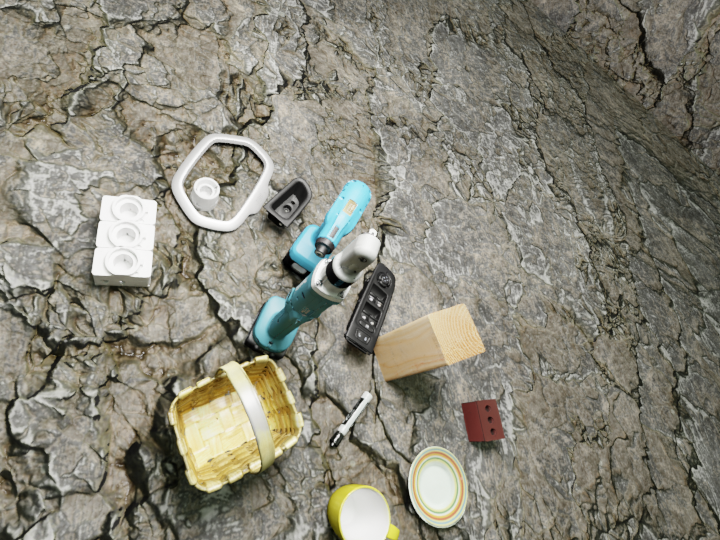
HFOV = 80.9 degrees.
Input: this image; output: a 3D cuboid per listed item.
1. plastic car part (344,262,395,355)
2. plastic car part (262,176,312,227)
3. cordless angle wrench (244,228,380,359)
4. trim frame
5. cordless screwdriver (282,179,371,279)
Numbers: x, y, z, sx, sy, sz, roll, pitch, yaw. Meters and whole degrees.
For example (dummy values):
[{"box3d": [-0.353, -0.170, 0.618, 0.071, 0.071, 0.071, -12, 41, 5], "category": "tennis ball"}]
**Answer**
[{"box3d": [0.019, 0.076, 0.874, 0.065, 0.068, 0.204, 32, 58, -10], "category": "plastic car part"}, {"box3d": [-0.154, -0.136, 0.898, 0.066, 0.072, 0.116, 40, 57, -5], "category": "plastic car part"}, {"box3d": [-0.082, 0.047, 0.630, 0.073, 0.428, 0.099, 29, 59, -14], "category": "cordless angle wrench"}, {"box3d": [-0.284, -0.192, 0.895, 0.181, 0.028, 0.251, 28, 58, -9], "category": "trim frame"}, {"box3d": [-0.077, -0.050, 0.784, 0.073, 0.252, 0.159, 35, 58, -10], "category": "cordless screwdriver"}]
